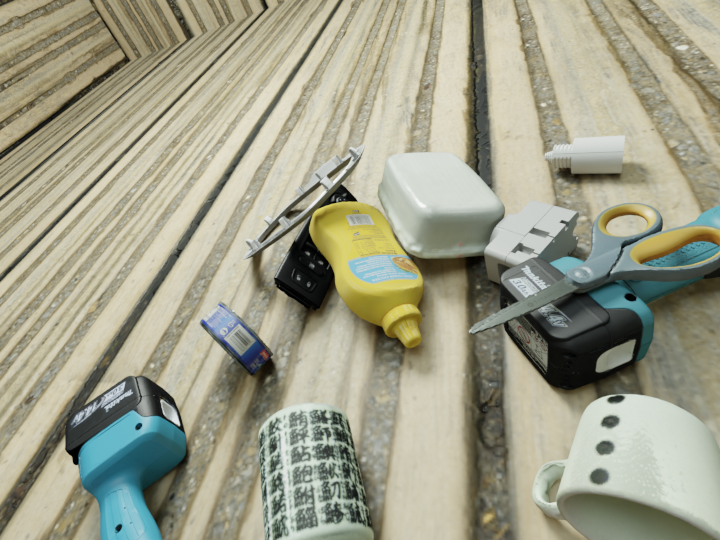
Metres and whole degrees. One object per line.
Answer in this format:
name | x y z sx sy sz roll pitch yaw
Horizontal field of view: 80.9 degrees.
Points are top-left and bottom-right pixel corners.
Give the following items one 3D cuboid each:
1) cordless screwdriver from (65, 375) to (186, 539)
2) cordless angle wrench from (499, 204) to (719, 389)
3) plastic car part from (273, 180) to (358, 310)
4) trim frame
cordless screwdriver | -0.179 0.206 0.375 0.158 0.071 0.263 -32 45 -7
cordless angle wrench | 0.331 -0.033 0.359 0.423 0.071 0.103 -24 41 -1
plastic car part | -0.056 -0.036 0.568 0.068 0.065 0.204 -46 17 54
trim frame | -0.086 -0.095 0.591 0.255 0.027 0.184 -28 23 45
